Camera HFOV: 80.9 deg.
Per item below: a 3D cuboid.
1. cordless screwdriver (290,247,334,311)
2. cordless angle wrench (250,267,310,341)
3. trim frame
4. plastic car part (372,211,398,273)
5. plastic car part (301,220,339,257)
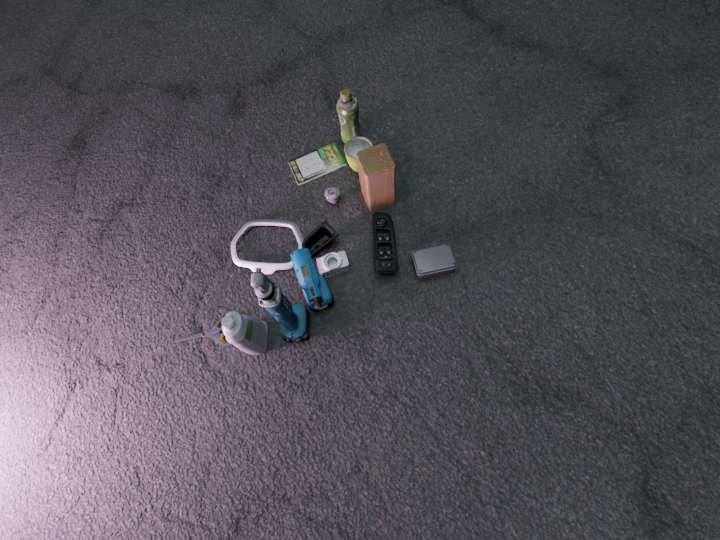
[{"bbox_3d":[-0.121,0.055,1.133,0.074,0.241,0.165,-21,68,-3],"label":"cordless screwdriver"},{"bbox_3d":[-0.196,0.091,1.038,0.075,0.409,0.100,-2,69,4],"label":"cordless angle wrench"},{"bbox_3d":[-0.294,-0.078,1.337,0.253,0.026,0.187,3,68,11],"label":"trim frame"},{"bbox_3d":[0.070,-0.079,1.256,0.067,0.065,0.208,-5,66,5],"label":"plastic car part"},{"bbox_3d":[-0.126,-0.082,1.288,0.116,0.068,0.069,-42,69,-10],"label":"plastic car part"}]
